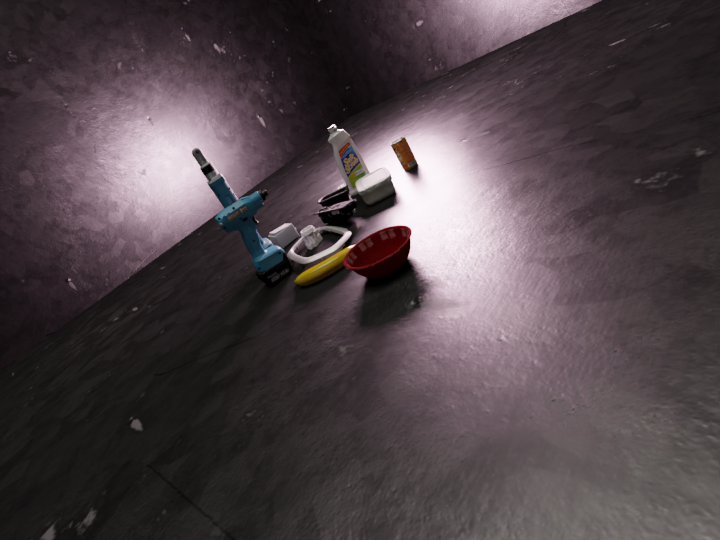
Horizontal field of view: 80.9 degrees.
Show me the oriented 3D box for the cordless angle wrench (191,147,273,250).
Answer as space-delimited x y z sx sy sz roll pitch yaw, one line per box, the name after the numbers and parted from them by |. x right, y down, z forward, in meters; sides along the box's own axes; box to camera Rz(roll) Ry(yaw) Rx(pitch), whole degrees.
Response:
-0.388 -0.190 1.302 0.074 0.410 0.102 -36 19 -14 | cordless angle wrench

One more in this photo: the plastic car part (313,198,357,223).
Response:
-0.077 -0.182 1.342 0.065 0.065 0.212 -41 25 -24 | plastic car part

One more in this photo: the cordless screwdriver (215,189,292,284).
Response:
-0.273 -0.093 1.183 0.157 0.241 0.077 -37 20 -16 | cordless screwdriver

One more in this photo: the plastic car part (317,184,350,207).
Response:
-0.081 -0.233 1.443 0.118 0.069 0.067 -25 22 15 | plastic car part

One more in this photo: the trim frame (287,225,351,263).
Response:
-0.121 -0.079 1.241 0.182 0.026 0.260 -39 24 -16 | trim frame
